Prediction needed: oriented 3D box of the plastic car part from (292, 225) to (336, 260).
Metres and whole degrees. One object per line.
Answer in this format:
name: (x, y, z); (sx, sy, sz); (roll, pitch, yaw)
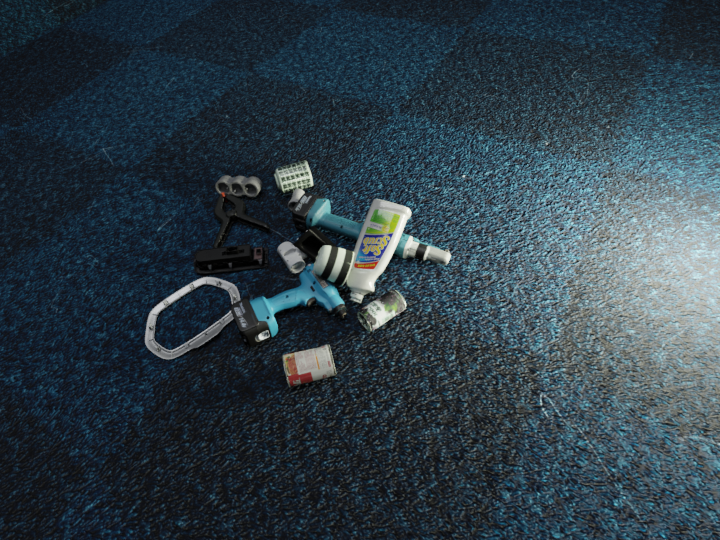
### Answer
plastic car part: (-0.107, -0.070, 1.092); (0.067, 0.112, 0.073); (-38, 28, 29)

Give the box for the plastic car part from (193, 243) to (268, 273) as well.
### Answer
plastic car part: (-0.348, -0.033, 1.113); (0.204, 0.064, 0.068); (-9, 60, 4)

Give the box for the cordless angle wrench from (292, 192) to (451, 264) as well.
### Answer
cordless angle wrench: (0.023, -0.096, 1.105); (0.438, 0.072, 0.098); (20, 58, 19)

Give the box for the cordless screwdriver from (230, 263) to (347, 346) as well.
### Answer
cordless screwdriver: (-0.165, 0.094, 0.984); (0.244, 0.072, 0.167); (-28, 55, -18)

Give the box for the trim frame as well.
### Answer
trim frame: (-0.411, 0.108, 1.034); (0.245, 0.026, 0.194); (-34, 57, -19)
